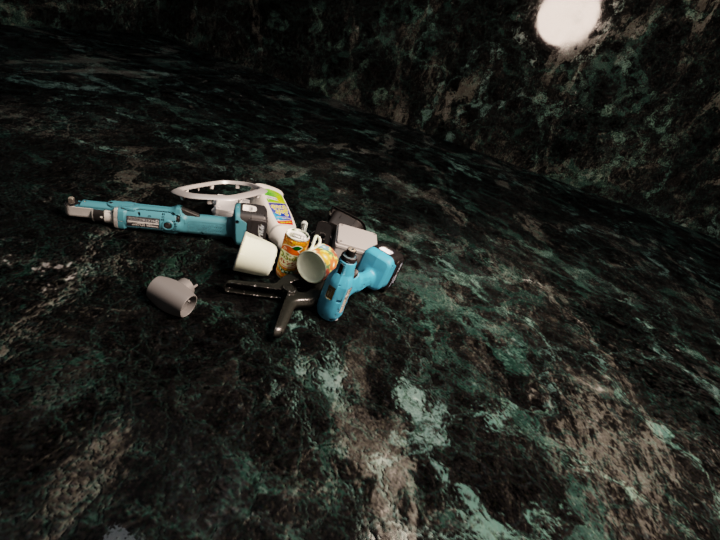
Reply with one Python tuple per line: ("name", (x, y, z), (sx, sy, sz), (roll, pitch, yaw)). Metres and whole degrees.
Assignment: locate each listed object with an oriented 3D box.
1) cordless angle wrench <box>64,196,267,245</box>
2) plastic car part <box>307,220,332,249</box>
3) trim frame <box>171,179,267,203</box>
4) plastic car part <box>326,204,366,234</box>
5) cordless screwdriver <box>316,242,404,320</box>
("cordless angle wrench", (-0.421, -0.114, 0.937), (0.414, 0.096, 0.077), (5, 33, -13))
("plastic car part", (-0.102, -0.067, 1.043), (0.066, 0.066, 0.207), (9, 28, -3))
("trim frame", (-0.333, -0.190, 1.012), (0.190, 0.027, 0.245), (12, 23, 17))
("plastic car part", (-0.046, -0.115, 1.156), (0.119, 0.065, 0.070), (28, 46, 11))
("cordless screwdriver", (0.009, -0.003, 0.896), (0.077, 0.157, 0.241), (32, 31, 20))
